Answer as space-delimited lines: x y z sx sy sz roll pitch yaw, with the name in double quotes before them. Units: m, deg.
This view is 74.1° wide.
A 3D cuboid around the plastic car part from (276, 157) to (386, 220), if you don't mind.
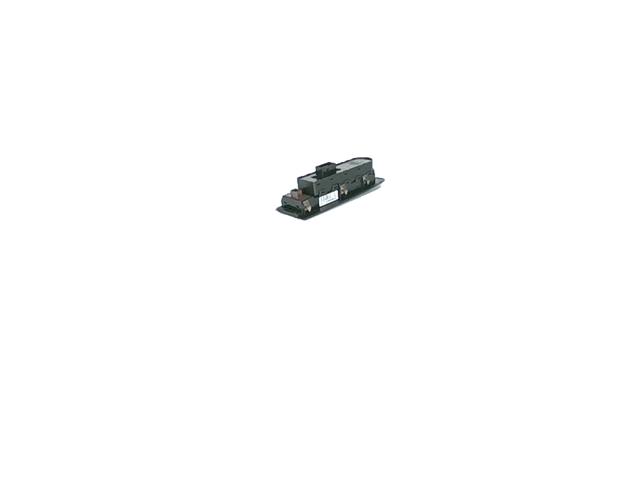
"plastic car part" 0.023 -0.092 0.680 0.201 0.067 0.067 -22 22 -37
